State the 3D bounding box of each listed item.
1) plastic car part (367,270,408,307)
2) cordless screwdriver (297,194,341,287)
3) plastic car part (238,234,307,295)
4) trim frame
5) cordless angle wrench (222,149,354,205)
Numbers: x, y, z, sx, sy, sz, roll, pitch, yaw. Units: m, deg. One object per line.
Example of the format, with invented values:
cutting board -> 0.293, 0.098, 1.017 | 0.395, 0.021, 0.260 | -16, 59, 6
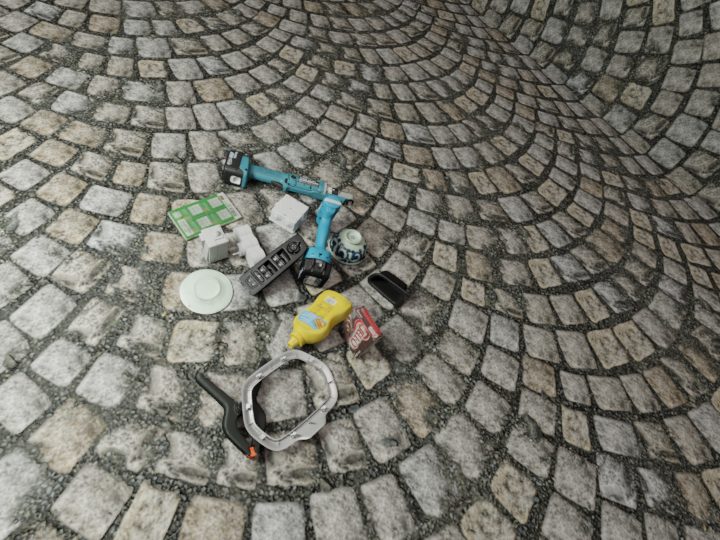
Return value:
plastic car part -> 0.086, 0.038, 1.211 | 0.120, 0.065, 0.069 | 41, 37, 17
cordless screwdriver -> -0.117, -0.077, 1.198 | 0.073, 0.160, 0.252 | 16, 67, -14
plastic car part -> -0.222, -0.011, 1.128 | 0.202, 0.064, 0.069 | -43, 67, -10
trim frame -> -0.154, 0.282, 0.948 | 0.241, 0.028, 0.188 | -28, 74, -44
cordless angle wrench -> -0.220, -0.277, 1.343 | 0.415, 0.074, 0.100 | 13, 52, -10
